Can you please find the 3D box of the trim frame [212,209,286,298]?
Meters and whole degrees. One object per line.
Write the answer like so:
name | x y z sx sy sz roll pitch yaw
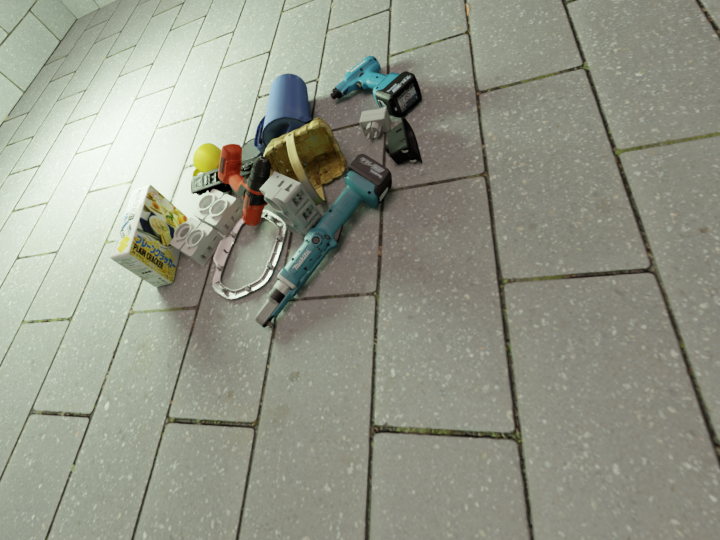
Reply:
trim frame | -0.273 -0.046 1.020 0.192 0.026 0.252 1 63 27

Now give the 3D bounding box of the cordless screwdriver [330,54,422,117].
cordless screwdriver | 0.033 -0.475 1.112 0.159 0.070 0.263 -39 48 -1

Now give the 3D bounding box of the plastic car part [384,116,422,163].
plastic car part | 0.091 -0.292 0.981 0.072 0.062 0.121 -28 48 25

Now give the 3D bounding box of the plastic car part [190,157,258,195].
plastic car part | -0.363 -0.250 1.164 0.205 0.064 0.069 -19 47 9

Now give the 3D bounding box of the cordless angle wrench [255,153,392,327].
cordless angle wrench | -0.089 -0.058 0.908 0.101 0.072 0.422 35 83 13
